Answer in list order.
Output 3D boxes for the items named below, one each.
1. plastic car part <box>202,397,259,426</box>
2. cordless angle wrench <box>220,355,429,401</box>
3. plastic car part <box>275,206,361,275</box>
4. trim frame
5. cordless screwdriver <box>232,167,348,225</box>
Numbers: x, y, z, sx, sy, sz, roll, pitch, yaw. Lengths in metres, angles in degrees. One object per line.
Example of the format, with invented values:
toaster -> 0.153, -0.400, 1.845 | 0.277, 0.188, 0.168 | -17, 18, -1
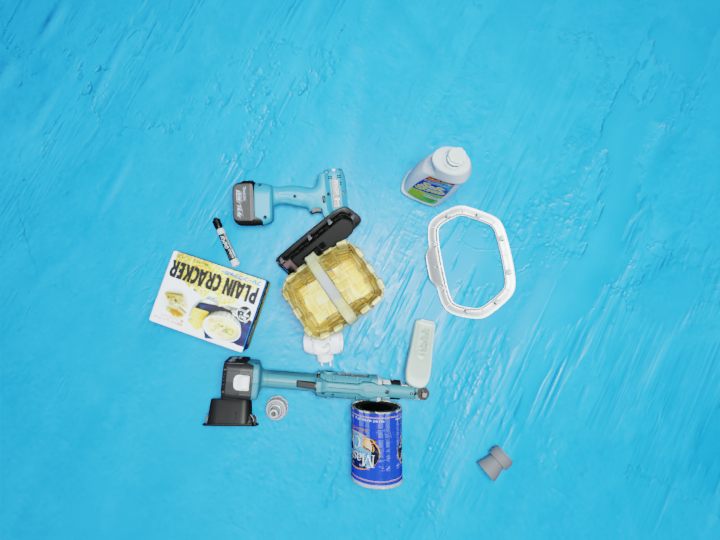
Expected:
plastic car part -> -0.276, 0.294, 0.896 | 0.118, 0.064, 0.072 | 1, 70, 5
cordless angle wrench -> -0.070, 0.237, 0.879 | 0.422, 0.098, 0.075 | 5, 86, -1
plastic car part -> -0.087, -0.057, 0.892 | 0.204, 0.068, 0.065 | -40, 105, 8
trim frame -> 0.236, -0.020, 0.917 | 0.185, 0.027, 0.250 | -9, 85, 3
cordless screwdriver -> -0.151, -0.132, 0.928 | 0.248, 0.075, 0.158 | -6, 94, -2
